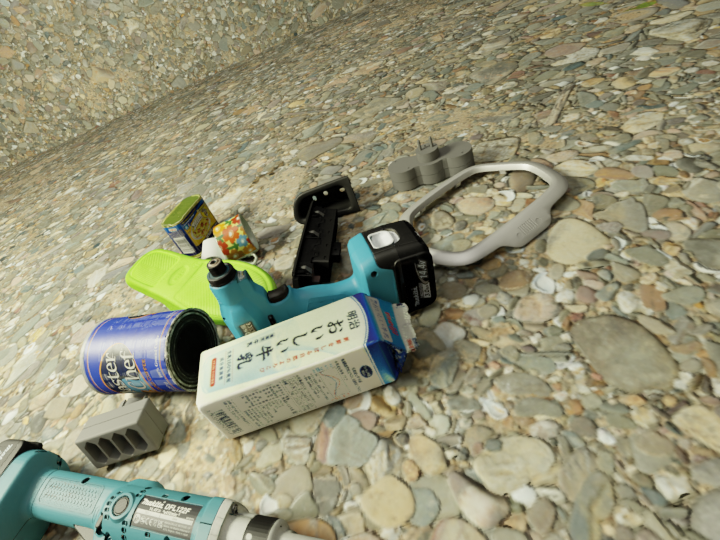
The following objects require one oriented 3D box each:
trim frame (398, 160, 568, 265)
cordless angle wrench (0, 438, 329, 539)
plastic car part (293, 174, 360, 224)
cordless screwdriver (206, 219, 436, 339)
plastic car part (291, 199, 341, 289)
[{"bbox_3d":[0.166,-0.087,0.597,0.246,0.026,0.195,-35,38,-15],"label":"trim frame"},{"bbox_3d":[-0.214,0.235,0.401,0.437,0.071,0.099,-4,42,22],"label":"cordless angle wrench"},{"bbox_3d":[-0.061,-0.130,0.753,0.119,0.064,0.071,-13,23,19],"label":"plastic car part"},{"bbox_3d":[-0.045,0.012,0.495,0.249,0.152,0.078,-21,36,1],"label":"cordless screwdriver"},{"bbox_3d":[-0.063,-0.041,0.642,0.068,0.063,0.209,-8,40,5],"label":"plastic car part"}]
